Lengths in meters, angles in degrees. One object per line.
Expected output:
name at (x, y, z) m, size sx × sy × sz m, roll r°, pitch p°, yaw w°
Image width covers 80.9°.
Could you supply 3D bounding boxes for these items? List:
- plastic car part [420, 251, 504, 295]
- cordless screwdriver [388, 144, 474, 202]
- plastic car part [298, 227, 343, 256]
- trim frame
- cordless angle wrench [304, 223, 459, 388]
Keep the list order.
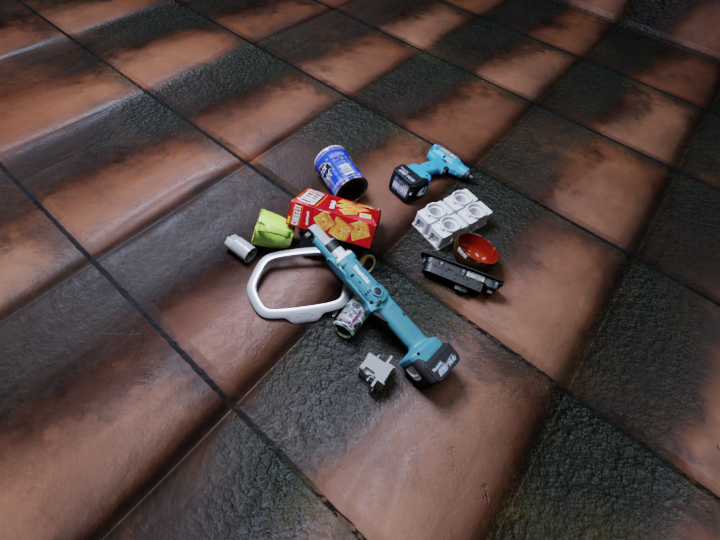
plastic car part at (0.236, 0.016, 1.039) m, size 0.208 × 0.064 × 0.067 m, roll 26°, pitch 81°, yaw 12°
cordless screwdriver at (0.213, -0.279, 1.246) m, size 0.243 × 0.073 × 0.166 m, roll -34°, pitch 64°, yaw -31°
plastic car part at (-0.104, -0.068, 1.059) m, size 0.115 × 0.070 × 0.067 m, roll 10°, pitch 17°, yaw -6°
trim frame at (-0.141, 0.031, 0.991) m, size 0.246 × 0.027 × 0.190 m, roll -8°, pitch 62°, yaw -7°
cordless angle wrench at (0.028, 0.058, 0.916) m, size 0.096 × 0.074 × 0.433 m, roll -34°, pitch 76°, yaw -30°
